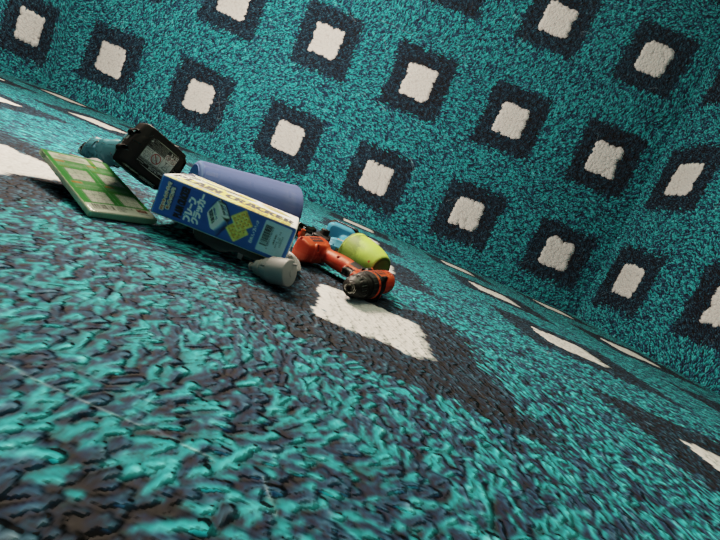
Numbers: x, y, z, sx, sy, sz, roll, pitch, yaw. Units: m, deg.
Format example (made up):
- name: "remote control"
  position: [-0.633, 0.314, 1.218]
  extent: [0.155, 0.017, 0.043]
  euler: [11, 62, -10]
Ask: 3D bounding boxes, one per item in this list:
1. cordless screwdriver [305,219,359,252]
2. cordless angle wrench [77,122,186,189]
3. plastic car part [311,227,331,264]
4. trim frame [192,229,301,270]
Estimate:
- name: "cordless screwdriver"
  position: [-0.072, -0.083, 1.140]
  extent: [0.157, 0.074, 0.253]
  euler: [22, 13, -9]
- name: "cordless angle wrench"
  position: [-0.476, -0.225, 0.816]
  extent: [0.447, 0.074, 0.092]
  euler: [17, -19, 43]
- name: "plastic car part"
  position: [-0.094, -0.062, 0.962]
  extent: [0.066, 0.071, 0.116]
  euler: [27, 12, -1]
- name: "trim frame"
  position: [-0.214, -0.051, 0.752]
  extent: [0.257, 0.027, 0.178]
  euler: [28, 9, 17]
